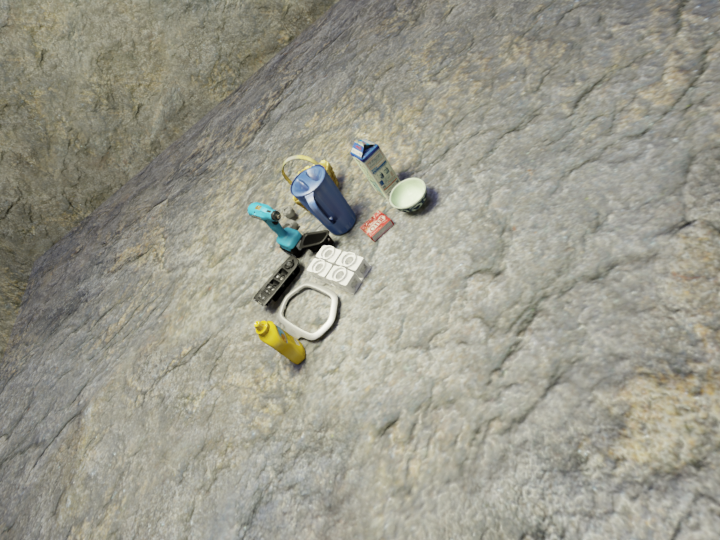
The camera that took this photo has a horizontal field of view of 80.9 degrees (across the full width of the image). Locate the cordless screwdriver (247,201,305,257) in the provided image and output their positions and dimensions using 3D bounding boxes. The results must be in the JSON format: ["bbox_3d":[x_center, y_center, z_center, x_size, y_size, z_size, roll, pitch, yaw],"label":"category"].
[{"bbox_3d":[-0.267,-0.138,1.452,0.168,0.235,0.074,19,69,44],"label":"cordless screwdriver"}]

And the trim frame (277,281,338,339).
[{"bbox_3d":[-0.167,0.125,1.325,0.263,0.026,0.184,19,70,44],"label":"trim frame"}]

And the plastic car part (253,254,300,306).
[{"bbox_3d":[-0.271,0.041,1.441,0.070,0.063,0.203,22,72,45],"label":"plastic car part"}]

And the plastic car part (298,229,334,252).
[{"bbox_3d":[-0.142,-0.093,1.447,0.121,0.067,0.067,-6,54,33],"label":"plastic car part"}]
